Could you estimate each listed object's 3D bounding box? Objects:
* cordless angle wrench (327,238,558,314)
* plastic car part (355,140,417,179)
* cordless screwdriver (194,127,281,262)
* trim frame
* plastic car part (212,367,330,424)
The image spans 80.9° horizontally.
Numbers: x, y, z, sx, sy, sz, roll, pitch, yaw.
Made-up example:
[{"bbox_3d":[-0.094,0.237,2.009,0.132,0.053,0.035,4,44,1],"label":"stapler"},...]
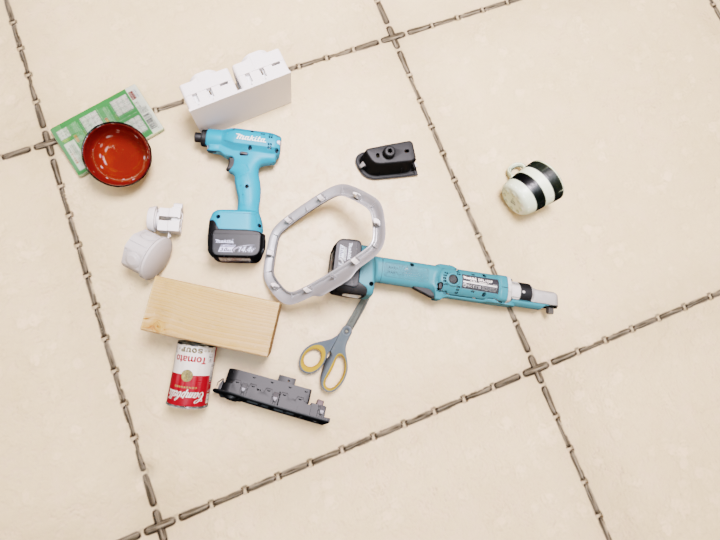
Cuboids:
[{"bbox_3d":[0.154,0.023,0.760,0.419,0.074,0.099,9,74,-5],"label":"cordless angle wrench"},{"bbox_3d":[0.055,-0.212,0.792,0.115,0.071,0.067,-9,82,-9],"label":"plastic car part"},{"bbox_3d":[-0.234,-0.141,0.763,0.158,0.074,0.252,6,77,-6],"label":"cordless screwdriver"},{"bbox_3d":[-0.071,-0.046,0.721,0.252,0.026,0.192,-30,61,16],"label":"trim frame"},{"bbox_3d":[-0.149,0.210,0.716,0.202,0.065,0.068,12,72,-2],"label":"plastic car part"}]
